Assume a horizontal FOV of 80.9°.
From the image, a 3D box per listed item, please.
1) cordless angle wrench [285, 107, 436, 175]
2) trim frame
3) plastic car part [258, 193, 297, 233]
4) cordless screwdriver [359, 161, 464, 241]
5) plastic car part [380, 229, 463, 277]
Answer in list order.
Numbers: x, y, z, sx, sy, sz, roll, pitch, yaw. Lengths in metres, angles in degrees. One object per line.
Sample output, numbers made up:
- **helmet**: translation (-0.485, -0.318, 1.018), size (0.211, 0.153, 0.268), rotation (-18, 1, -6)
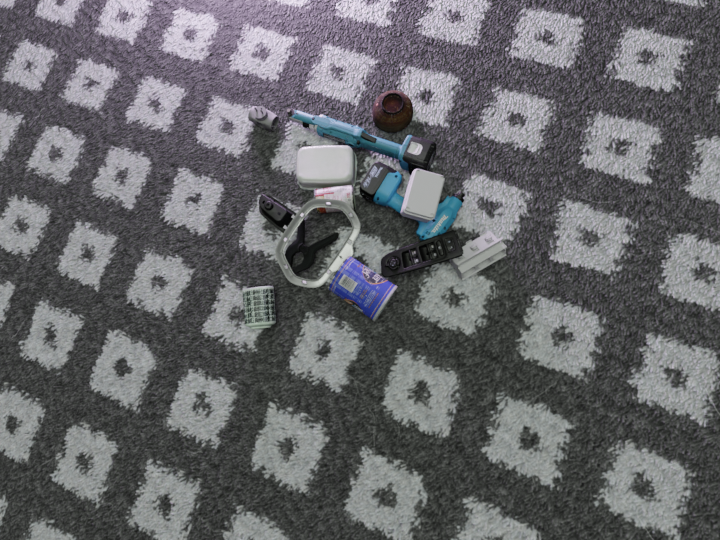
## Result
- **cordless angle wrench**: translation (-0.014, -0.359, 1.131), size (0.436, 0.095, 0.074), rotation (23, 85, 16)
- **trim frame**: translation (-0.106, -0.069, 1.079), size (0.178, 0.028, 0.248), rotation (34, 92, -19)
- **plastic car part**: translation (-0.233, -0.162, 1.133), size (0.119, 0.070, 0.066), rotation (37, 86, 9)
- **cordless screwdriver**: translation (0.130, -0.191, 1.082), size (0.253, 0.073, 0.159), rotation (36, 87, 9)
- **plastic car part**: translation (0.146, -0.035, 1.038), size (0.208, 0.064, 0.067), rotation (-18, 78, 19)
